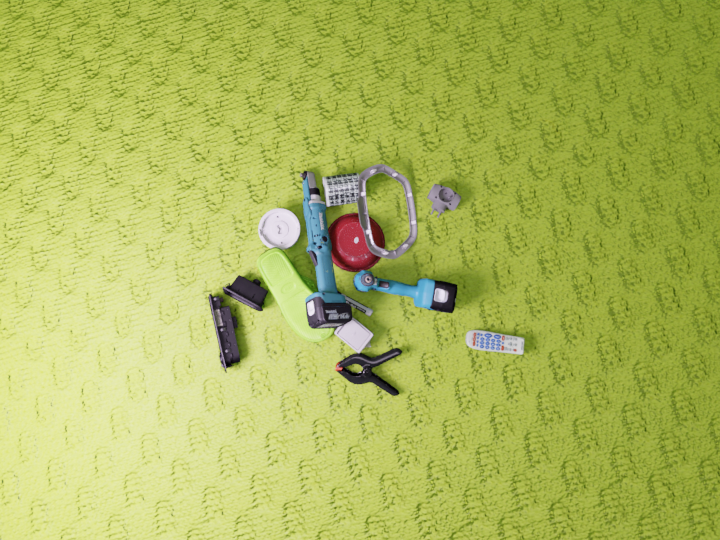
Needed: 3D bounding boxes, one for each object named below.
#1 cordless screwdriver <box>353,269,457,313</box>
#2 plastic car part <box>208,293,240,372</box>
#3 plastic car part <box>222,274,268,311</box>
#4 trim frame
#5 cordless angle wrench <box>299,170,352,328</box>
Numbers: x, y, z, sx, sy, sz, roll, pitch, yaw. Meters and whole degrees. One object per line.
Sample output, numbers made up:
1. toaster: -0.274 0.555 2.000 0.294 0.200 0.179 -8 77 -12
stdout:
1. cordless screwdriver: 0.108 0.045 1.034 0.250 0.158 0.075 12 85 1
2. plastic car part: -0.350 0.158 1.093 0.065 0.068 0.205 -7 80 -27
3. plastic car part: -0.292 0.053 1.105 0.117 0.065 0.071 25 70 1
4. trim frame: 0.069 -0.153 1.090 0.178 0.028 0.248 -7 89 -26
5. cordless angle wrench: -0.105 -0.069 1.076 0.094 0.076 0.434 4 65 -32
